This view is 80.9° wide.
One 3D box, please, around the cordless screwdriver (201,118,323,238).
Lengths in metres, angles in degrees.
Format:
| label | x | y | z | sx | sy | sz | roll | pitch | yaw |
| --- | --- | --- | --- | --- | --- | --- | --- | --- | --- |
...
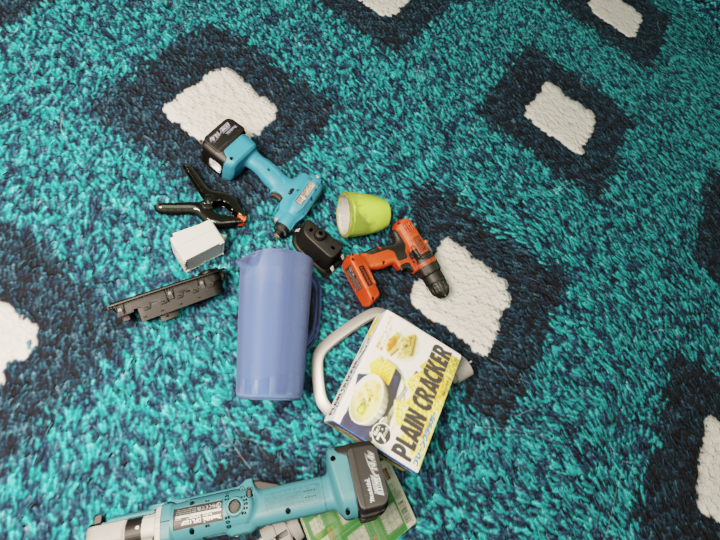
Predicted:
| label | x | y | z | sx | sy | sz | roll | pitch | yaw |
| --- | --- | --- | --- | --- | --- | --- | --- | --- | --- |
| cordless screwdriver | -0.212 | -0.183 | 0.858 | 0.247 | 0.075 | 0.159 | 33 | 63 | -3 |

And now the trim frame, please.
| label | x | y | z | sx | sy | sz | roll | pitch | yaw |
| --- | --- | --- | --- | --- | --- | --- | --- | --- | --- |
| trim frame | 0.021 | 0.177 | 0.780 | 0.243 | 0.027 | 0.188 | -32 | 77 | -26 |

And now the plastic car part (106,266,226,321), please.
| label | x | y | z | sx | sy | sz | roll | pitch | yaw |
| --- | --- | --- | --- | --- | --- | --- | --- | --- | --- |
| plastic car part | -0.322 | 0.045 | 0.733 | 0.198 | 0.067 | 0.067 | -25 | 87 | -23 |

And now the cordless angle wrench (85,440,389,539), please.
| label | x | y | z | sx | sy | sz | roll | pitch | yaw |
| --- | --- | --- | --- | --- | --- | --- | --- | --- | --- |
| cordless angle wrench | -0.174 | 0.342 | 0.607 | 0.419 | 0.072 | 0.102 | -10 | 50 | -6 |

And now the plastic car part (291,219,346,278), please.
| label | x | y | z | sx | sy | sz | roll | pitch | yaw |
| --- | --- | --- | --- | --- | --- | --- | --- | --- | --- |
| plastic car part | -0.081 | -0.053 | 0.832 | 0.117 | 0.071 | 0.065 | 42 | 60 | 1 |
